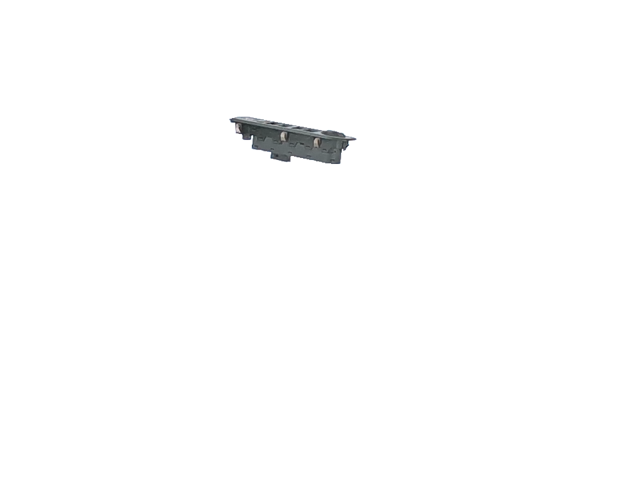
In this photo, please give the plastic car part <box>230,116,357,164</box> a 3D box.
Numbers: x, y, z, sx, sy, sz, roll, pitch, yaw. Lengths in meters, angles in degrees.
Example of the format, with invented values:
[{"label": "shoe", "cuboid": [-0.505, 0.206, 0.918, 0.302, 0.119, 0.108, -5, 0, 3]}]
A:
[{"label": "plastic car part", "cuboid": [-0.045, -0.159, 0.681, 0.204, 0.067, 0.066, 10, 13, 16]}]
